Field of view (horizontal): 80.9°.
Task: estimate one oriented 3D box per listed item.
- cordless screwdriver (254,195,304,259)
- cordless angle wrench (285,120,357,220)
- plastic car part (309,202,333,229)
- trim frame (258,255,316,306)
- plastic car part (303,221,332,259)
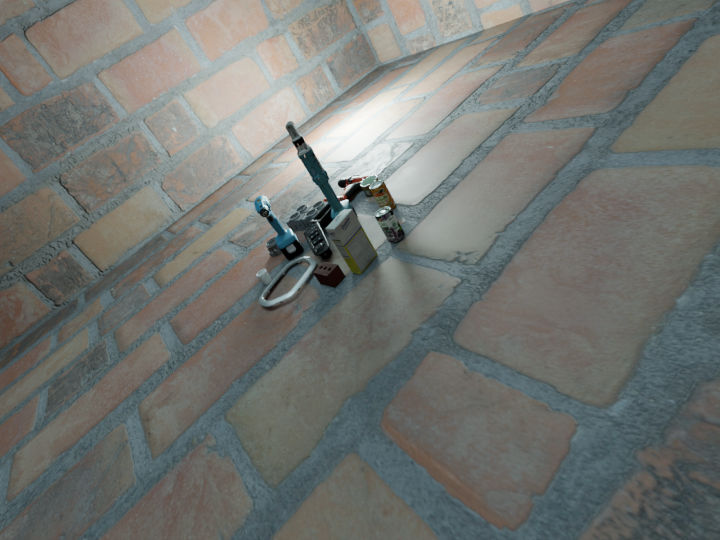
[{"bbox_3d":[-0.296,-0.149,1.520,0.074,0.238,0.166,-32,27,0],"label":"cordless screwdriver"},{"bbox_3d":[-0.140,-0.324,1.459,0.076,0.406,0.100,-22,28,20],"label":"cordless angle wrench"},{"bbox_3d":[-0.125,-0.197,1.599,0.069,0.068,0.115,7,48,50],"label":"plastic car part"},{"bbox_3d":[-0.243,0.034,1.414,0.192,0.026,0.248,-5,40,39],"label":"trim frame"},{"bbox_3d":[-0.144,-0.094,1.469,0.066,0.064,0.212,-32,29,0],"label":"plastic car part"}]
